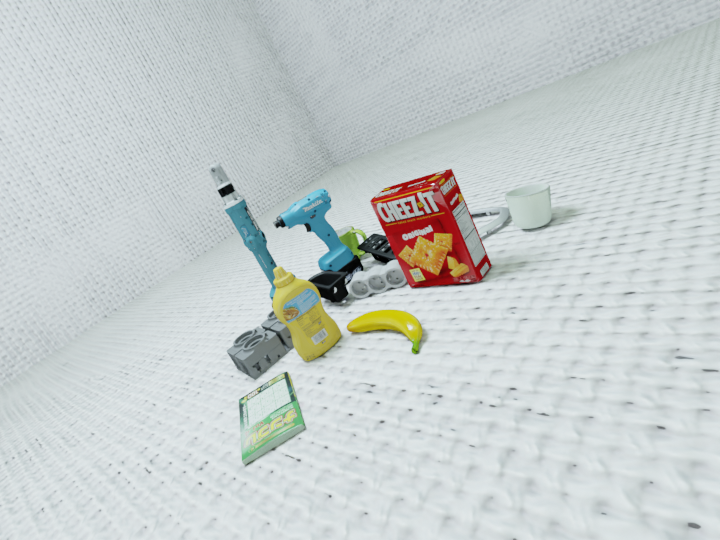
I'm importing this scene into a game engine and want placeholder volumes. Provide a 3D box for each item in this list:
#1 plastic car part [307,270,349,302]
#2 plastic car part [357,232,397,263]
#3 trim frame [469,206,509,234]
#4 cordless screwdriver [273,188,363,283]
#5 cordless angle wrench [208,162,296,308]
[{"bbox_3d":[-0.072,0.045,1.022,0.065,0.069,0.122,-37,21,-29],"label":"plastic car part"},{"bbox_3d":[0.069,-0.045,1.063,0.065,0.065,0.211,-33,20,-18],"label":"plastic car part"},{"bbox_3d":[0.246,-0.112,1.055,0.260,0.027,0.181,-4,30,48],"label":"trim frame"},{"bbox_3d":[-0.107,-0.070,1.094,0.157,0.242,0.077,-32,16,-14],"label":"cordless screwdriver"},{"bbox_3d":[-0.269,-0.079,1.077,0.075,0.412,0.099,-24,15,12],"label":"cordless angle wrench"}]
